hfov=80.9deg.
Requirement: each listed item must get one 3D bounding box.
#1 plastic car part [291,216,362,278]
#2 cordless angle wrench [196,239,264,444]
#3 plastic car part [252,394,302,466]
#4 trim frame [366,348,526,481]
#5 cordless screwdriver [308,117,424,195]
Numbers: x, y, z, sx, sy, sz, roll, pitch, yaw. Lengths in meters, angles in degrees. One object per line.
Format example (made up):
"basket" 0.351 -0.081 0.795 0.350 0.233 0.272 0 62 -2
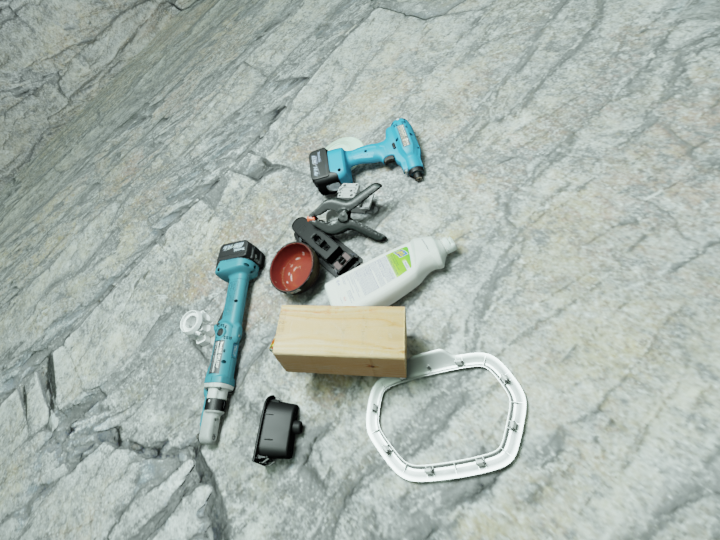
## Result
"plastic car part" -0.090 -0.059 0.920 0.066 0.063 0.215 -51 48 1
"cordless angle wrench" -0.283 0.138 0.900 0.101 0.070 0.433 -11 59 22
"plastic car part" -0.139 0.280 0.742 0.072 0.063 0.119 2 58 12
"trim frame" 0.123 0.217 0.652 0.254 0.026 0.190 -20 53 19
"cordless screwdriver" 0.013 -0.237 0.959 0.252 0.071 0.164 -18 64 12
